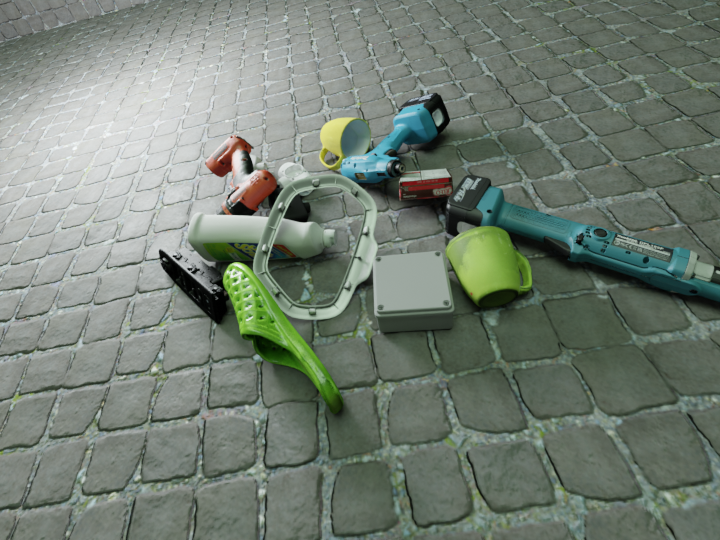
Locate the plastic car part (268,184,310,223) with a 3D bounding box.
[{"bbox_3d":[-0.136,-0.122,0.827,0.069,0.064,0.122,-15,49,-19],"label":"plastic car part"}]

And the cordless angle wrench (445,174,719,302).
[{"bbox_3d":[0.339,-0.036,0.616,0.444,0.071,0.097,24,59,28],"label":"cordless angle wrench"}]

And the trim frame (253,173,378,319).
[{"bbox_3d":[-0.067,-0.044,0.682,0.184,0.027,0.250,20,76,-1],"label":"trim frame"}]

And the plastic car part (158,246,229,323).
[{"bbox_3d":[-0.293,0.009,0.749,0.214,0.064,0.066,27,50,32],"label":"plastic car part"}]

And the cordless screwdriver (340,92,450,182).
[{"bbox_3d":[0.088,-0.260,0.845,0.246,0.071,0.168,-45,33,-21],"label":"cordless screwdriver"}]
